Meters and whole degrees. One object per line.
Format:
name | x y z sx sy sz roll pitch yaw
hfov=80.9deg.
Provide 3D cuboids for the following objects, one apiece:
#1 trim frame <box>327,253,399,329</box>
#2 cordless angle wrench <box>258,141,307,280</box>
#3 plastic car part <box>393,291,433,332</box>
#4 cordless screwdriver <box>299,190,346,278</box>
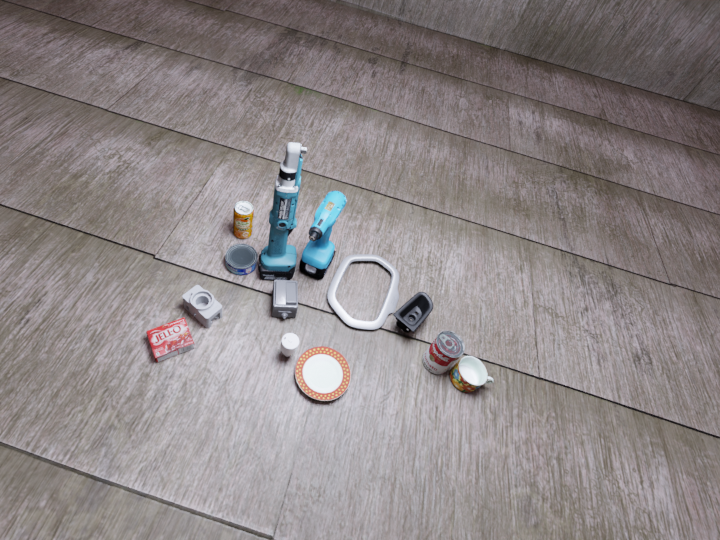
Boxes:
trim frame | 0.014 0.051 1.140 0.186 0.027 0.250 20 50 5
cordless angle wrench | -0.181 -0.125 0.990 0.096 0.416 0.077 5 52 -13
plastic car part | 0.134 0.115 1.084 0.068 0.070 0.114 40 54 17
cordless screwdriver | -0.105 -0.069 1.071 0.075 0.245 0.160 24 50 3
